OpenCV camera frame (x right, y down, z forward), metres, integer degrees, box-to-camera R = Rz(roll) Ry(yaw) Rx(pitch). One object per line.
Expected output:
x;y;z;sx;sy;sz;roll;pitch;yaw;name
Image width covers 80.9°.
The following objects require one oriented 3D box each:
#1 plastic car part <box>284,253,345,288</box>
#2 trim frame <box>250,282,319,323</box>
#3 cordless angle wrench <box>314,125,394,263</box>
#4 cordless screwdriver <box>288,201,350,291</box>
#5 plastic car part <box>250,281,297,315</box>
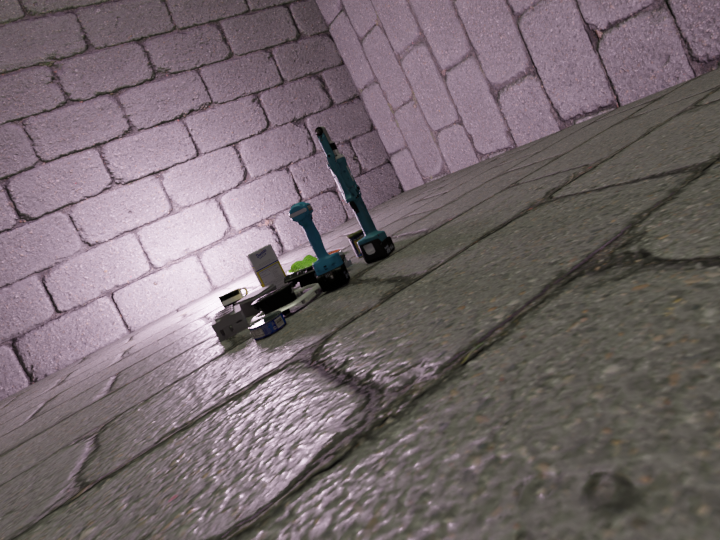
-0.132;0.009;1.297;0.203;0.066;0.067;-26;7;2;plastic car part
-0.201;0.090;1.168;0.189;0.027;0.244;-21;11;28;trim frame
-0.029;-0.229;1.243;0.076;0.420;0.096;-23;5;31;cordless angle wrench
-0.113;-0.074;1.159;0.075;0.247;0.159;-25;6;8;cordless screwdriver
-0.214;0.085;1.101;0.118;0.070;0.066;-24;7;13;plastic car part
